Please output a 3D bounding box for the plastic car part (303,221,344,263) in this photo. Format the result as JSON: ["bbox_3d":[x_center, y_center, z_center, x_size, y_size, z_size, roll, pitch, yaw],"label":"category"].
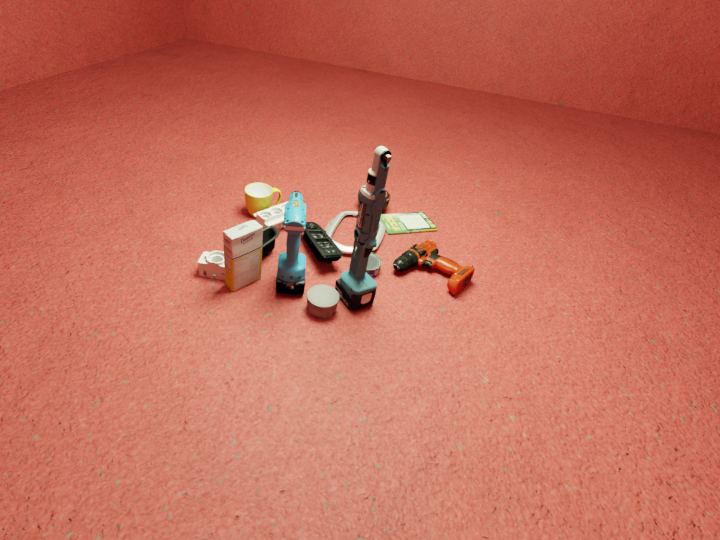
[{"bbox_3d":[-0.120,-0.079,1.230,0.064,0.065,0.214,-11,41,-24],"label":"plastic car part"}]

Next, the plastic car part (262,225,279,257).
[{"bbox_3d":[-0.277,-0.069,1.193,0.069,0.069,0.114,29,42,24],"label":"plastic car part"}]

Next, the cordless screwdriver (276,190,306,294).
[{"bbox_3d":[-0.170,-0.069,1.068,0.073,0.243,0.165,4,38,-9],"label":"cordless screwdriver"}]

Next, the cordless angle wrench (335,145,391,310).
[{"bbox_3d":[0.014,-0.088,0.981,0.072,0.413,0.103,-14,44,-29],"label":"cordless angle wrench"}]

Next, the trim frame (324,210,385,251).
[{"bbox_3d":[-0.020,-0.124,1.334,0.188,0.027,0.250,14,39,9],"label":"trim frame"}]
